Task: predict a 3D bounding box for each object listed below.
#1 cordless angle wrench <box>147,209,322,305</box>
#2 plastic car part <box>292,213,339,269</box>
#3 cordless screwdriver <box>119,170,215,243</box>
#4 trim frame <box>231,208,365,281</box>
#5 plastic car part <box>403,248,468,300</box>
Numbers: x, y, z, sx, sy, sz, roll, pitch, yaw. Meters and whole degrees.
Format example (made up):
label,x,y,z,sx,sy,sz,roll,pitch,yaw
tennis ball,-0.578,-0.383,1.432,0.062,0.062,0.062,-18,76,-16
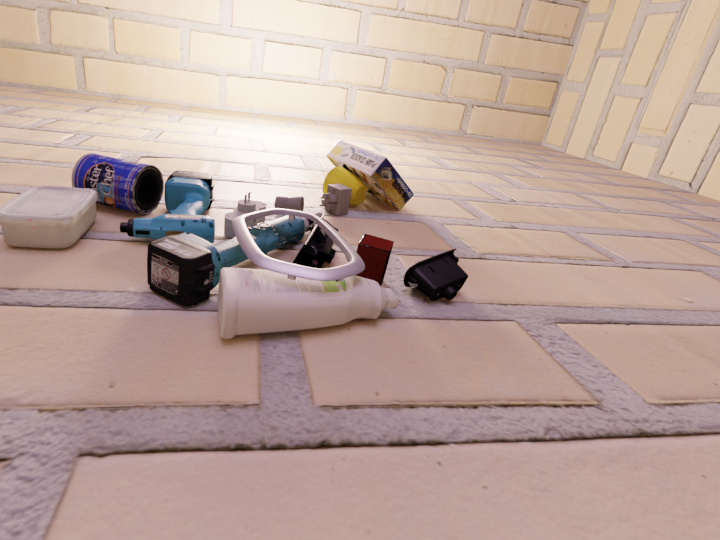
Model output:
label,x,y,z,sx,sy,sz,roll,pitch,yaw
cordless angle wrench,-0.177,-0.056,0.749,0.102,0.073,0.413,19,25,20
plastic car part,-0.075,-0.049,0.768,0.066,0.066,0.206,21,25,-8
cordless screwdriver,-0.367,-0.125,0.834,0.155,0.073,0.260,0,30,-16
trim frame,-0.096,-0.045,0.643,0.178,0.027,0.262,-4,28,-26
plastic car part,0.132,0.017,0.699,0.112,0.065,0.074,-19,50,-40
